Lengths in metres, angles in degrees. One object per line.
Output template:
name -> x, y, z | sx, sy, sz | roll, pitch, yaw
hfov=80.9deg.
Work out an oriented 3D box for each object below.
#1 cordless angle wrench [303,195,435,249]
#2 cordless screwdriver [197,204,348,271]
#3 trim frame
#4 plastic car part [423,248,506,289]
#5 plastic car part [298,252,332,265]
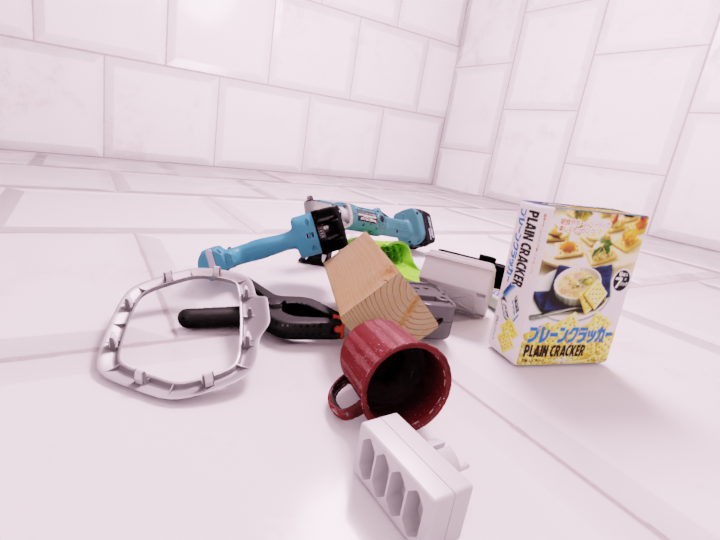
cordless angle wrench -> 0.028, -0.112, 0.967 | 0.077, 0.099, 0.402 | -18, -14, 39
cordless screwdriver -> -0.153, -0.045, 0.738 | 0.246, 0.073, 0.162 | -17, 9, -9
trim frame -> -0.202, 0.056, 0.504 | 0.181, 0.027, 0.259 | -2, 28, -13
plastic car part -> 0.236, -0.002, 0.871 | 0.203, 0.066, 0.067 | 11, 21, 1
plastic car part -> -0.090, -0.059, 0.921 | 0.066, 0.070, 0.117 | 10, 19, 1
